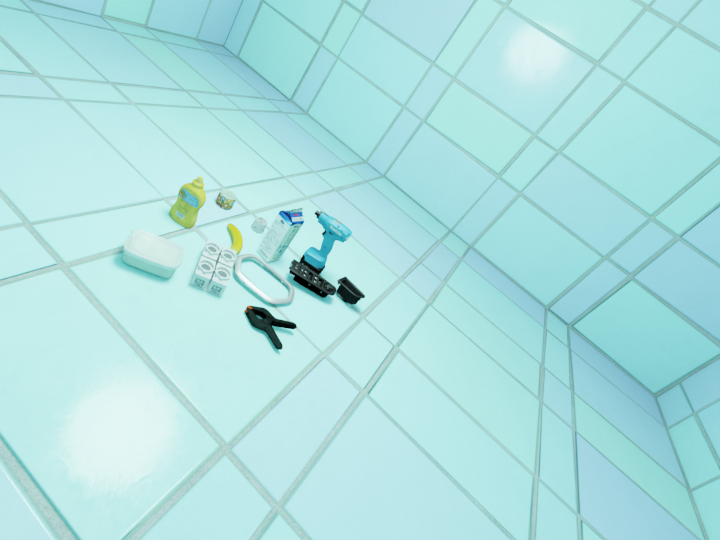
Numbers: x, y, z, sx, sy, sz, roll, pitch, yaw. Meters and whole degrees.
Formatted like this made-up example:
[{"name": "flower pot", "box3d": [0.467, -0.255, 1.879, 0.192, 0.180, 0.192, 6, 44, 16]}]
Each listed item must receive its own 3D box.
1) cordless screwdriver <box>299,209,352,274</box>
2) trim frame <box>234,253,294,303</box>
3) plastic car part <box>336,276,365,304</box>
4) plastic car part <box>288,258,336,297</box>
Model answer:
[{"name": "cordless screwdriver", "box3d": [-0.159, -0.104, 1.630, 0.160, 0.249, 0.074, 38, 28, 2]}, {"name": "trim frame", "box3d": [-0.335, 0.030, 1.474, 0.251, 0.027, 0.182, 36, 28, 3]}, {"name": "plastic car part", "box3d": [-0.048, 0.089, 1.641, 0.120, 0.071, 0.064, 45, 30, 17]}, {"name": "plastic car part", "box3d": [-0.184, 0.043, 1.572, 0.199, 0.067, 0.067, 30, 29, -10]}]
